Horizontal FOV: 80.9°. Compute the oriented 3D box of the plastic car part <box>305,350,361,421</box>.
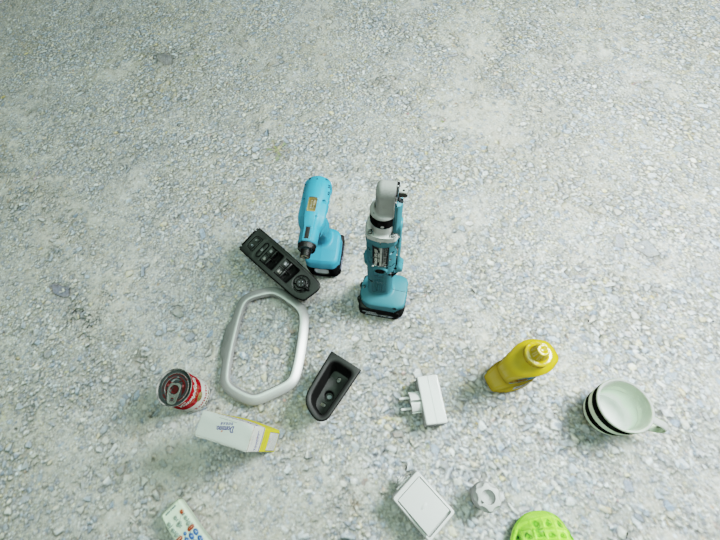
[{"bbox_3d":[-0.056,0.225,0.793,0.068,0.068,0.116,28,70,17],"label":"plastic car part"}]

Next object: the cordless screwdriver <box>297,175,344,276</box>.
[{"bbox_3d":[-0.082,-0.054,0.841,0.075,0.241,0.162,5,65,5],"label":"cordless screwdriver"}]

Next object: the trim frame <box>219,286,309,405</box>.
[{"bbox_3d":[-0.201,0.149,0.874,0.187,0.026,0.254,1,63,8],"label":"trim frame"}]

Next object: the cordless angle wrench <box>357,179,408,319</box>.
[{"bbox_3d":[0.039,-0.021,0.714,0.100,0.409,0.075,10,66,7],"label":"cordless angle wrench"}]

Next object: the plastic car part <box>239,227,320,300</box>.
[{"bbox_3d":[-0.173,-0.004,0.927,0.211,0.065,0.066,38,72,22],"label":"plastic car part"}]
